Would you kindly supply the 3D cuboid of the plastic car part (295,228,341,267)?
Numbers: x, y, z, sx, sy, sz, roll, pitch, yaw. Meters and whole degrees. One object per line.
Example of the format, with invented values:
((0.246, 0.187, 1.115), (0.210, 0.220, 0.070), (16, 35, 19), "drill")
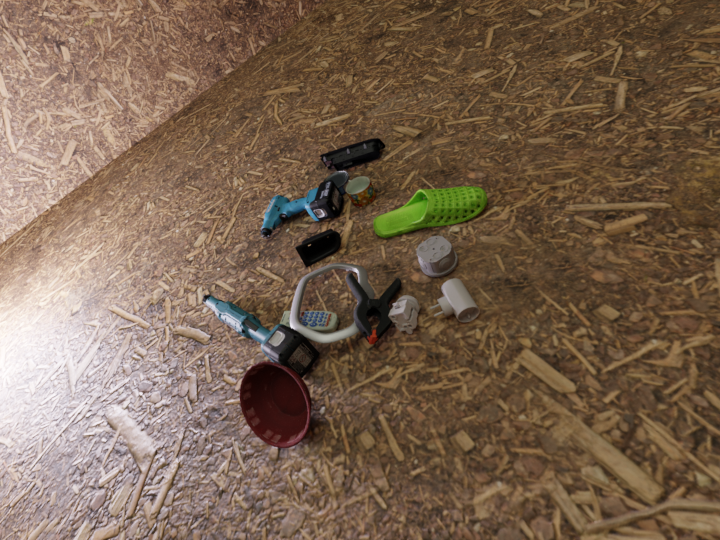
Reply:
((-0.108, -0.071, 1.108), (0.117, 0.063, 0.074), (-27, 28, 1), "plastic car part")

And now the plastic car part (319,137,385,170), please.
((-0.023, -0.355, 1.314), (0.207, 0.063, 0.069), (-16, 54, 18), "plastic car part")

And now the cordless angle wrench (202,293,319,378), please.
((-0.268, 0.129, 1.001), (0.447, 0.093, 0.074), (18, 61, 45), "cordless angle wrench")

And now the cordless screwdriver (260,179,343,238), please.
((-0.179, -0.171, 1.230), (0.259, 0.070, 0.161), (-7, 48, 31), "cordless screwdriver")

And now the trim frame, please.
((-0.062, 0.065, 0.944), (0.188, 0.026, 0.254), (-7, 38, 11), "trim frame")
